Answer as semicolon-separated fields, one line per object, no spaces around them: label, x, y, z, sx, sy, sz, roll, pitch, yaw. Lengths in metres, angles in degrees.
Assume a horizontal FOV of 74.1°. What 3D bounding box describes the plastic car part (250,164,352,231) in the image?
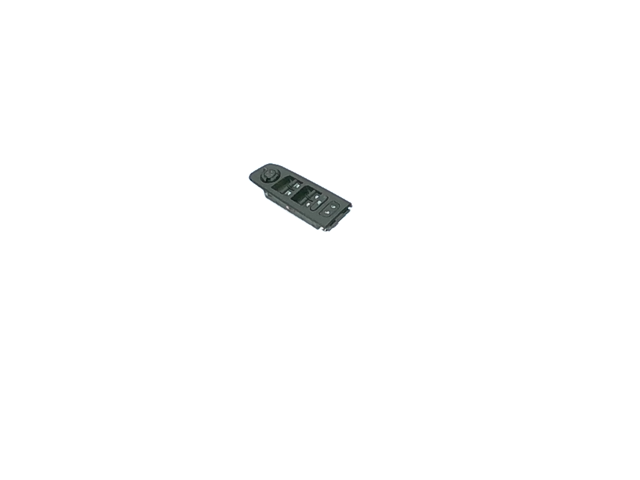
plastic car part;-0.038;-0.074;0.744;0.204;0.066;0.067;35;-18;27
